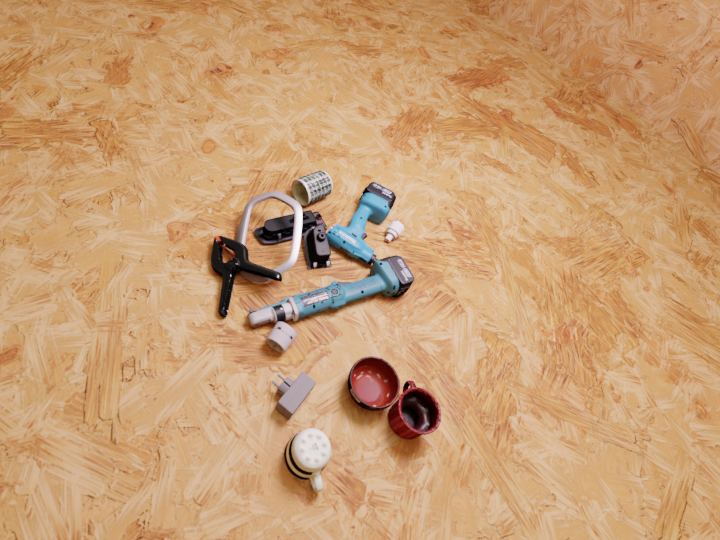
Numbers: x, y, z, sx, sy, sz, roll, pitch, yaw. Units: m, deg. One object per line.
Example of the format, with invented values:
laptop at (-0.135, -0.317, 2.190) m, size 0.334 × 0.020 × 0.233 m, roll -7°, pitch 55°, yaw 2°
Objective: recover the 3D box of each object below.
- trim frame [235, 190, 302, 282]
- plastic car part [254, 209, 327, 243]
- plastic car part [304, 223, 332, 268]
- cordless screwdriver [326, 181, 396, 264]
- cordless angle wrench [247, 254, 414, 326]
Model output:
trim frame at (-0.234, -0.088, 1.061) m, size 0.189 × 0.026 × 0.253 m, roll -2°, pitch 71°, yaw 15°
plastic car part at (-0.183, -0.121, 1.139) m, size 0.197 × 0.067 × 0.068 m, roll -19°, pitch 70°, yaw -24°
plastic car part at (-0.107, -0.070, 1.099) m, size 0.064 × 0.071 × 0.119 m, roll -5°, pitch 73°, yaw -22°
cordless screwdriver at (0.026, -0.130, 1.196) m, size 0.162 × 0.073 × 0.248 m, roll 31°, pitch 56°, yaw 7°
cordless angle wrench at (-0.068, 0.062, 1.031) m, size 0.411 × 0.073 × 0.102 m, roll -16°, pitch 62°, yaw -23°
